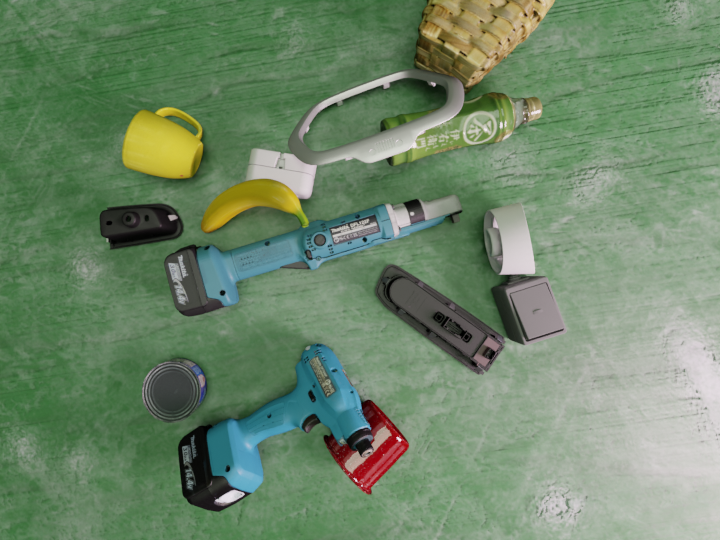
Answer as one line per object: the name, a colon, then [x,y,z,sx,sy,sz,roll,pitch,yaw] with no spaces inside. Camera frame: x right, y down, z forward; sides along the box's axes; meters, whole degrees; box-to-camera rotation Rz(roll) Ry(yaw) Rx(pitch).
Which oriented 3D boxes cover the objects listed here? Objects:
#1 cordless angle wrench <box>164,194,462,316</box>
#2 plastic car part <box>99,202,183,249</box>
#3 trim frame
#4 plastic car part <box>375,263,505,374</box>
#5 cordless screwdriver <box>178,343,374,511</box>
cordless angle wrench: [-0.059,-0.039,0.608,0.422,0.074,0.098,-17,87,-1]
plastic car part: [-0.331,-0.071,0.621,0.117,0.070,0.066,-7,89,4]
trim frame: [0.016,-0.214,0.585,0.250,0.026,0.192,-18,46,6]
plastic car part: [0.109,0.069,0.596,0.206,0.066,0.066,36,95,7]
cordless screwdriver: [-0.110,0.224,0.551,0.248,0.070,0.168,-36,47,-1]
